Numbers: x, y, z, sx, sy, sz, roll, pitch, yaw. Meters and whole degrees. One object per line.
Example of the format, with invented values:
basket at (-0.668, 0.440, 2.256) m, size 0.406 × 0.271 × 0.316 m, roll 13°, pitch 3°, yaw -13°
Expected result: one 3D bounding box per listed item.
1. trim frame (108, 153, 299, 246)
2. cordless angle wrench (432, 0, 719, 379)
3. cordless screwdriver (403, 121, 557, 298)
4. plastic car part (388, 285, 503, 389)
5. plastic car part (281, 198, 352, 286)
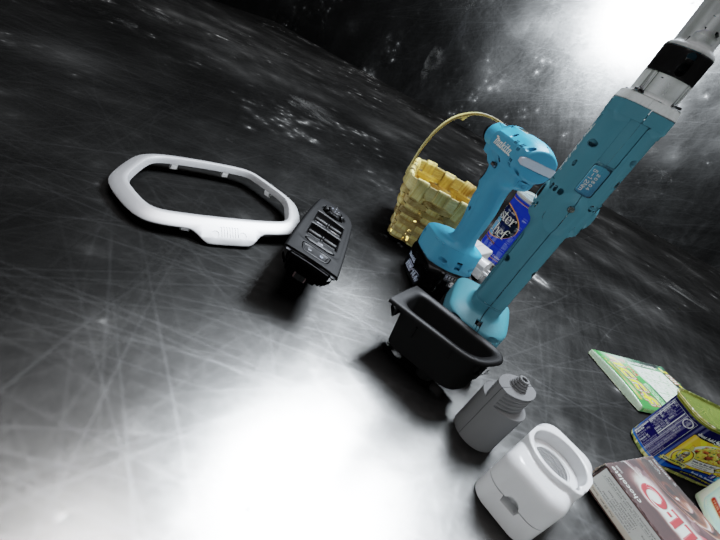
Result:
trim frame at (-0.193, -0.096, 0.553) m, size 0.237 × 0.027 × 0.194 m, roll 3°, pitch 36°, yaw -37°
cordless angle wrench at (0.203, -0.065, 0.422) m, size 0.075 × 0.421 × 0.097 m, roll 34°, pitch 28°, yaw 6°
cordless screwdriver at (0.154, -0.087, 0.600) m, size 0.072 × 0.248 × 0.164 m, roll 21°, pitch 29°, yaw -17°
plastic car part at (0.076, 0.080, 0.444) m, size 0.122 × 0.070 × 0.063 m, roll 41°, pitch 30°, yaw 23°
plastic car part at (-0.052, -0.034, 0.528) m, size 0.066 × 0.067 × 0.205 m, roll 26°, pitch 28°, yaw -6°
